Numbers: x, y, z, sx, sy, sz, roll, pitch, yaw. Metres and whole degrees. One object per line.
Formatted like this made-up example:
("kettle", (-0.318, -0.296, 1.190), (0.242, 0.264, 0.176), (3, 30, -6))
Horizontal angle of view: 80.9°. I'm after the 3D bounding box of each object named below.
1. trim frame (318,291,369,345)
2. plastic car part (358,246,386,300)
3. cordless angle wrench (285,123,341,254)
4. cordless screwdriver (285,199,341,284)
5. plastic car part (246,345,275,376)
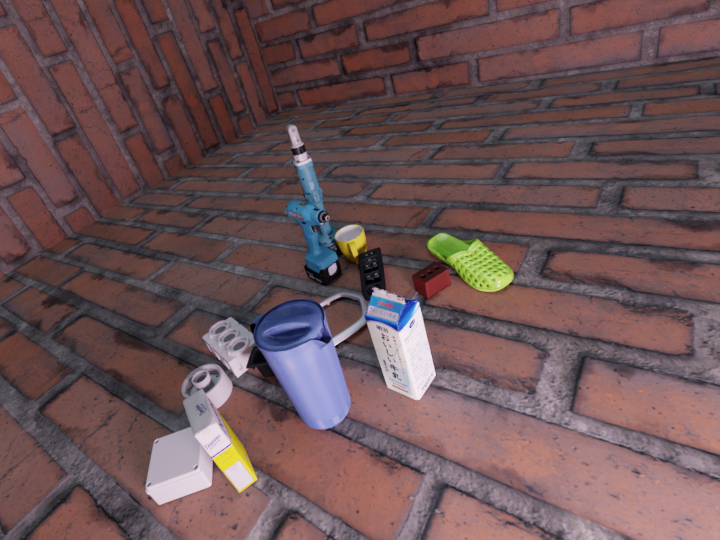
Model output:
("trim frame", (-0.087, 0.128, 1.058), (0.244, 0.026, 0.195), (-33, 36, -21))
("plastic car part", (0.035, 0.023, 1.116), (0.067, 0.064, 0.209), (-13, 33, 7))
("cordless angle wrench", (-0.142, -0.229, 1.255), (0.073, 0.406, 0.103), (-24, 32, -13))
("cordless screwdriver", (-0.115, -0.075, 1.172), (0.073, 0.239, 0.168), (-36, 36, -29))
("plastic car part", (-0.187, 0.208, 0.953), (0.119, 0.068, 0.067), (-9, 33, 14))
